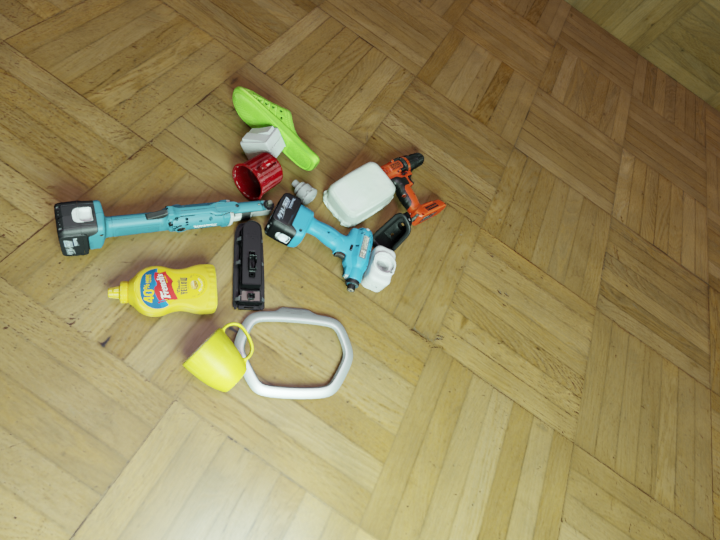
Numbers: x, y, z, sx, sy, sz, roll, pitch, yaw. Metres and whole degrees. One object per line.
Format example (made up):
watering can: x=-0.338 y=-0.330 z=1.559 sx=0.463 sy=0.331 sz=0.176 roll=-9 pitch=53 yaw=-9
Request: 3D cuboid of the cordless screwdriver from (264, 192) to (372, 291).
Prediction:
cordless screwdriver: x=-0.093 y=-0.061 z=0.953 sx=0.243 sy=0.075 sz=0.162 roll=23 pitch=58 yaw=-14

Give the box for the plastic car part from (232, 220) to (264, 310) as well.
plastic car part: x=-0.233 y=-0.022 z=0.888 sx=0.065 sy=0.066 sz=0.209 roll=0 pitch=62 yaw=-15

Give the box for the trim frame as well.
trim frame: x=-0.131 y=0.162 z=0.850 sx=0.242 sy=0.027 sz=0.189 roll=5 pitch=64 yaw=-16

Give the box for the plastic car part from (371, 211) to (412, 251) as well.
plastic car part: x=0.086 y=-0.097 z=1.023 sx=0.066 sy=0.117 sz=0.070 roll=46 pitch=34 yaw=2

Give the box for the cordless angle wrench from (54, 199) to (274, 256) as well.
cordless angle wrench: x=-0.375 y=-0.108 z=0.867 sx=0.408 sy=0.099 sz=0.076 roll=-12 pitch=71 yaw=-30
